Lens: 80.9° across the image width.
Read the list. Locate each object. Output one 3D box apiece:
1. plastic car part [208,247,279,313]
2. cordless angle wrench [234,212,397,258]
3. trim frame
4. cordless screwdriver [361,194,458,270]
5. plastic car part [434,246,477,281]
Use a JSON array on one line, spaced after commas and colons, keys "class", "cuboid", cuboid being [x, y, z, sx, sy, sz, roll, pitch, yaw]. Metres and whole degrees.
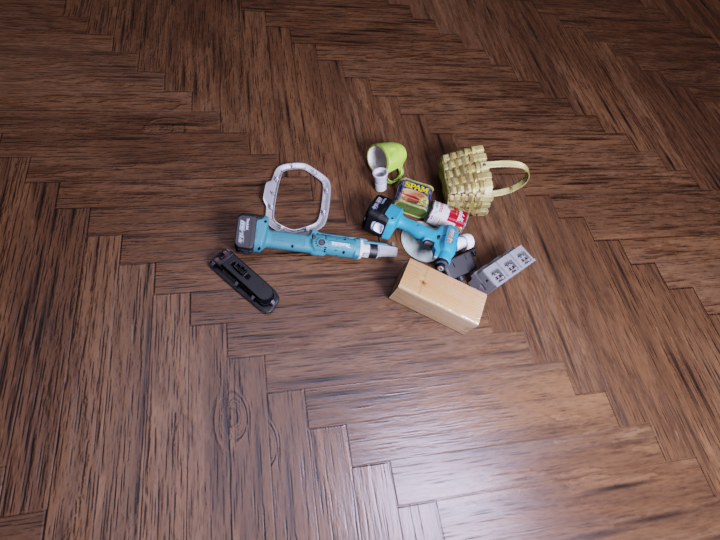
[{"class": "plastic car part", "cuboid": [-0.277, 0.017, 1.027, 0.207, 0.067, 0.065, 41, 56, 9]}, {"class": "cordless angle wrench", "cuboid": [-0.106, -0.070, 1.089, 0.416, 0.075, 0.099, 7, 79, -10]}, {"class": "trim frame", "cuboid": [-0.176, -0.203, 1.174, 0.183, 0.027, 0.253, 8, 64, -4]}, {"class": "cordless screwdriver", "cuboid": [0.127, -0.095, 1.099, 0.252, 0.073, 0.160, 22, 45, 7]}, {"class": "plastic car part", "cuboid": [0.260, -0.007, 1.126, 0.114, 0.066, 0.071, -26, 86, -18]}]
